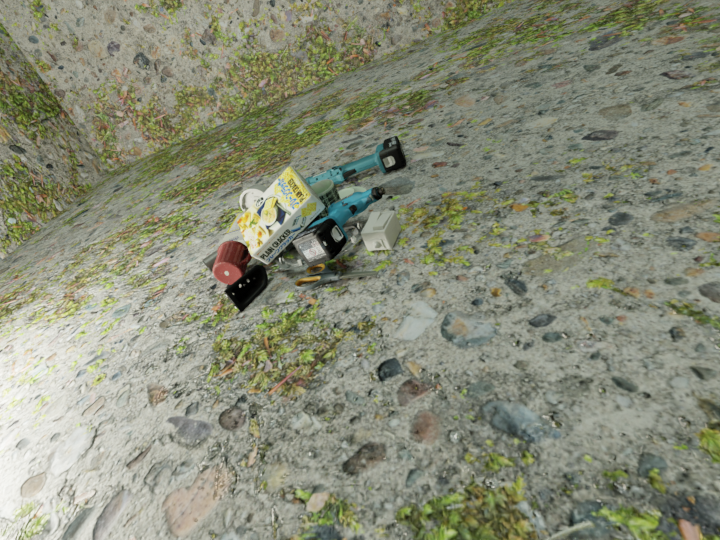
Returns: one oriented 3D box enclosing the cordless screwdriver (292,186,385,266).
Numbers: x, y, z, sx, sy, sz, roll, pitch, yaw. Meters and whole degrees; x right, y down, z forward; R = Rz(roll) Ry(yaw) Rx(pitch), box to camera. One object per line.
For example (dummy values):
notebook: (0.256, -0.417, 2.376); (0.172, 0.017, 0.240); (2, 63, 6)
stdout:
cordless screwdriver: (-0.042, -0.114, 0.970); (0.164, 0.072, 0.248); (-21, 22, 34)

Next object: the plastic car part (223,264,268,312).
plastic car part: (-0.281, 0.040, 1.021); (0.074, 0.064, 0.115); (-11, 29, 47)

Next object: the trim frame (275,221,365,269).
trim frame: (-0.103, -0.068, 1.056); (0.254, 0.026, 0.187); (-17, 28, 17)

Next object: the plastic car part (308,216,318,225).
plastic car part: (-0.207, -0.128, 1.196); (0.201, 0.064, 0.070); (-36, 40, -10)

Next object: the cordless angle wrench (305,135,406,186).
cordless angle wrench: (-0.072, -0.300, 1.330); (0.432, 0.071, 0.100); (-17, 33, 18)
